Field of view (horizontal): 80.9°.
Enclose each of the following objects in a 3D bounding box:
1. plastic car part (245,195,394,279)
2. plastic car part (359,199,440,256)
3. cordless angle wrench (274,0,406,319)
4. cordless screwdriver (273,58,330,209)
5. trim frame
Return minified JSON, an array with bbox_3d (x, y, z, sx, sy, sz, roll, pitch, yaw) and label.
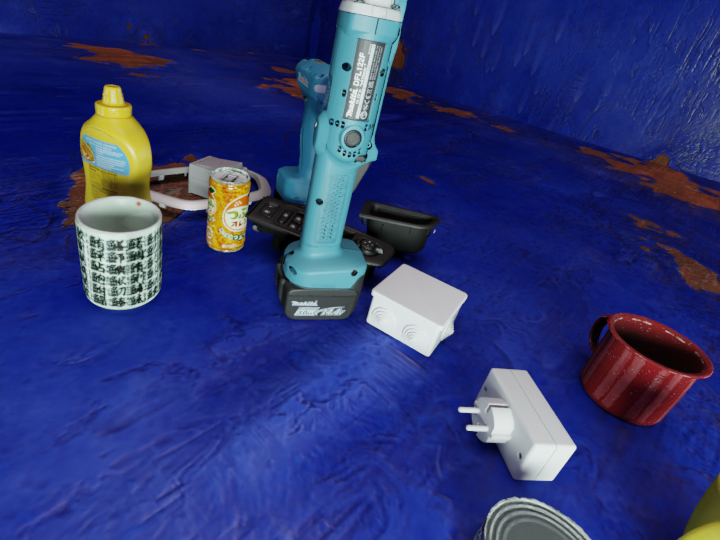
[{"bbox_3d":[-0.057,-0.037,0.582,0.207,0.066,0.066,18,31,10],"label":"plastic car part"},{"bbox_3d":[0.054,-0.057,0.647,0.118,0.069,0.066,16,30,7],"label":"plastic car part"},{"bbox_3d":[-0.013,-0.137,0.419,0.095,0.415,0.078,4,31,-19],"label":"cordless angle wrench"},{"bbox_3d":[-0.086,-0.195,0.657,0.072,0.244,0.167,0,33,-24],"label":"cordless screwdriver"},{"bbox_3d":[-0.269,-0.148,0.732,0.194,0.027,0.240,33,37,31],"label":"trim frame"}]
